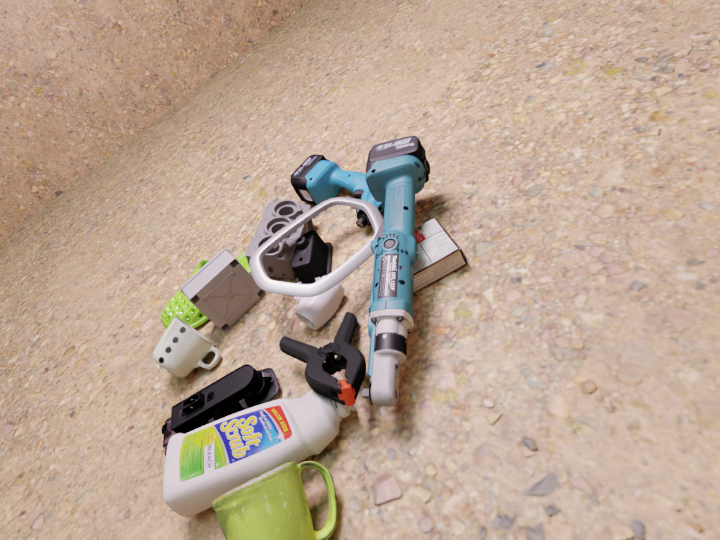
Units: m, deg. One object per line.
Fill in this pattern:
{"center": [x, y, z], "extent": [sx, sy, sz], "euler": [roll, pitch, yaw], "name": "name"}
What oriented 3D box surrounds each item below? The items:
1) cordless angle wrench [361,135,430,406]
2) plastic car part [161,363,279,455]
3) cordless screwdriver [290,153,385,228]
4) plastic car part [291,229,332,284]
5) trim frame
{"center": [0.047, -0.023, 0.599], "extent": [0.101, 0.070, 0.433], "euler": [-10, 51, 21], "name": "cordless angle wrench"}
{"center": [-0.216, 0.197, 0.626], "extent": [0.204, 0.064, 0.069], "euler": [-28, 31, 4], "name": "plastic car part"}
{"center": [-0.039, -0.162, 0.856], "extent": [0.262, 0.070, 0.159], "euler": [14, 59, 39], "name": "cordless screwdriver"}
{"center": [-0.092, -0.025, 0.754], "extent": [0.068, 0.067, 0.120], "euler": [-15, 45, 20], "name": "plastic car part"}
{"center": [-0.069, -0.045, 0.701], "extent": [0.246, 0.026, 0.195], "euler": [-41, 51, -21], "name": "trim frame"}
